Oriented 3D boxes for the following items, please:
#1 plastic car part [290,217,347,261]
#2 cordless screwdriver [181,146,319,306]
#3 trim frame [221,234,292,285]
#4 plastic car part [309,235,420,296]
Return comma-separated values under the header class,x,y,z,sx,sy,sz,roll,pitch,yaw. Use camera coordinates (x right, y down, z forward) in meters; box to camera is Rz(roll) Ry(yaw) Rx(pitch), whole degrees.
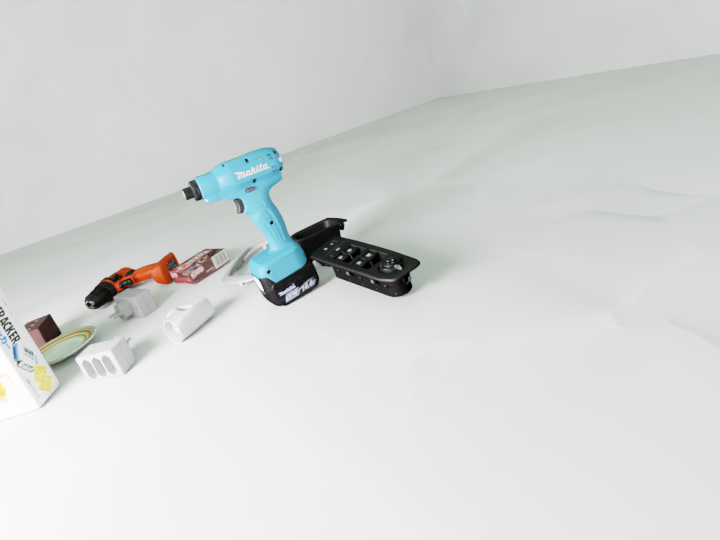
class,x,y,z,sx,sy,sz,roll,pitch,yaw
plastic car part,-0.080,-0.053,0.823,0.114,0.069,0.069,-33,26,-32
cordless screwdriver,-0.171,-0.059,0.685,0.156,0.242,0.078,-26,21,-22
trim frame,-0.209,-0.027,0.916,0.186,0.027,0.253,-16,23,7
plastic car part,0.006,-0.003,0.652,0.065,0.065,0.214,-31,26,-30
